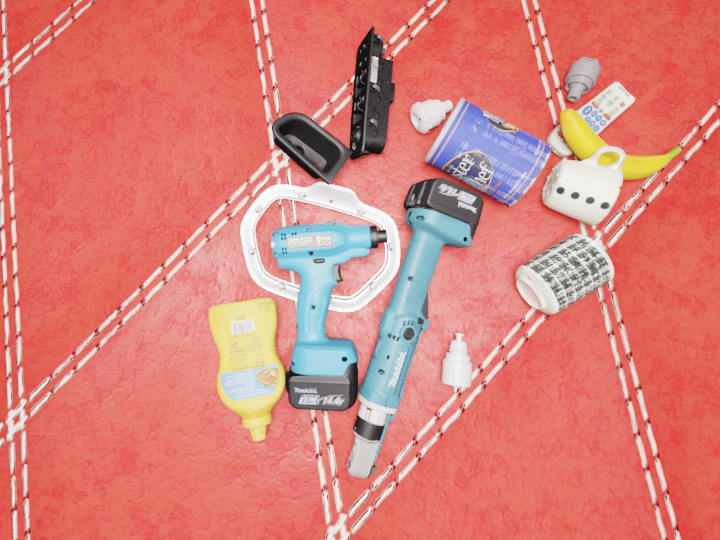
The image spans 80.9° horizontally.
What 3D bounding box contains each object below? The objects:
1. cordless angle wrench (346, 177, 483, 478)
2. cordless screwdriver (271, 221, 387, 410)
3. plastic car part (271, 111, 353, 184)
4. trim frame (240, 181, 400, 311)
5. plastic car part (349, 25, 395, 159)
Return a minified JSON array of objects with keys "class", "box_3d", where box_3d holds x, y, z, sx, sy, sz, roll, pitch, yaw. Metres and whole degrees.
[{"class":"cordless angle wrench","box_3d":[0.058,0.082,0.594,0.095,0.076,0.423,20,87,-17]},{"class":"cordless screwdriver","box_3d":[-0.035,0.057,0.583,0.160,0.074,0.249,-5,88,4]},{"class":"plastic car part","box_3d":[-0.083,-0.182,0.639,0.115,0.072,0.066,37,73,-9]},{"class":"trim frame","box_3d":[-0.063,-0.041,0.641,0.251,0.027,0.185,16,81,6]},{"class":"plastic car part","box_3d":[0.017,-0.264,0.658,0.064,0.068,0.204,13,80,-25]}]
